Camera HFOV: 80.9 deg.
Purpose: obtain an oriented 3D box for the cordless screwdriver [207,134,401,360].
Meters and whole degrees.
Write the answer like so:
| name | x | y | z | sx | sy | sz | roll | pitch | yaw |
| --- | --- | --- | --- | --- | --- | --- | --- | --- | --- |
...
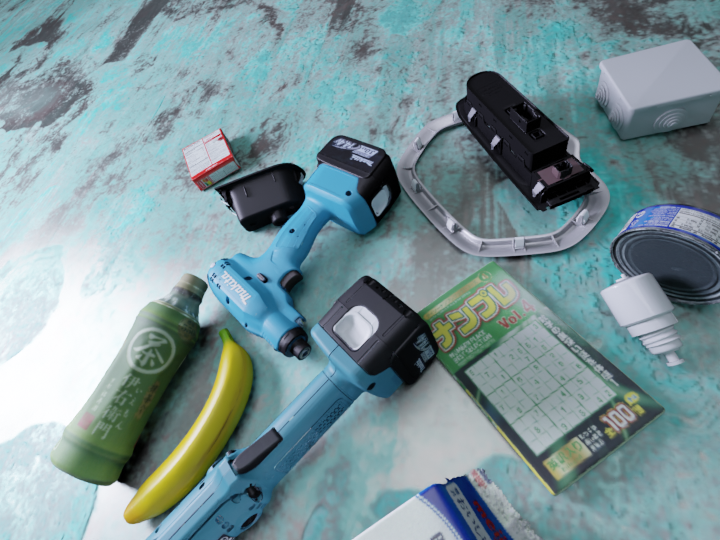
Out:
| name | x | y | z | sx | sy | sz | roll | pitch | yaw |
| --- | --- | --- | --- | --- | --- | --- | --- | --- | --- |
| cordless screwdriver | -0.047 | -0.031 | 0.481 | 0.168 | 0.070 | 0.248 | 35 | 79 | 34 |

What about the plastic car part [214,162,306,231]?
| name | x | y | z | sx | sy | sz | roll | pitch | yaw |
| --- | --- | --- | --- | --- | --- | --- | --- | --- | --- |
| plastic car part | -0.122 | -0.090 | 0.559 | 0.117 | 0.064 | 0.073 | -19 | 69 | 3 |

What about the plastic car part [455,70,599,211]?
| name | x | y | z | sx | sy | sz | roll | pitch | yaw |
| --- | --- | --- | --- | --- | --- | --- | --- | --- | --- |
| plastic car part | 0.167 | -0.158 | 0.466 | 0.067 | 0.063 | 0.213 | -29 | 50 | 7 |

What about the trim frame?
| name | x | y | z | sx | sy | sz | roll | pitch | yaw |
| --- | --- | --- | --- | --- | --- | --- | --- | --- | --- |
| trim frame | 0.151 | -0.114 | 0.489 | 0.184 | 0.026 | 0.261 | -30 | 51 | -1 |

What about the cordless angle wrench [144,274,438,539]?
| name | x | y | z | sx | sy | sz | roll | pitch | yaw |
| --- | --- | --- | --- | --- | --- | --- | --- | --- | --- |
| cordless angle wrench | -0.107 | 0.186 | 0.356 | 0.422 | 0.093 | 0.078 | -46 | 56 | -7 |
